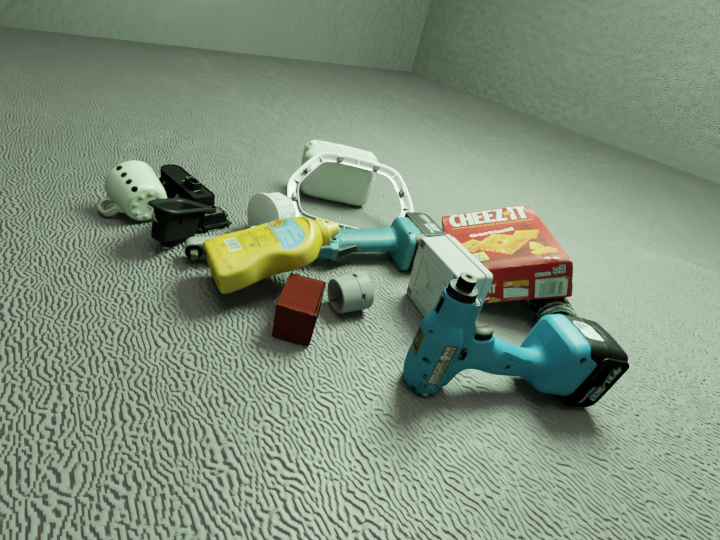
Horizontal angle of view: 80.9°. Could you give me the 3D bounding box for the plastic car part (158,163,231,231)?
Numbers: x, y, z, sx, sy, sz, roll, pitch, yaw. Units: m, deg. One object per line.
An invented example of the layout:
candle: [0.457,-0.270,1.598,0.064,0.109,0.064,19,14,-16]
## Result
plastic car part: [-0.319,-0.142,0.774,0.064,0.065,0.214,-26,45,-37]

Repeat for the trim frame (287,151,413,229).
trim frame: [-0.019,-0.141,0.816,0.248,0.027,0.186,15,72,-1]

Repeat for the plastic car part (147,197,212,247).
plastic car part: [-0.291,-0.073,0.660,0.067,0.070,0.116,16,16,4]

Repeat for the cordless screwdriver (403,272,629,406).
cordless screwdriver: [0.186,0.082,0.496,0.244,0.156,0.077,7,32,-13]

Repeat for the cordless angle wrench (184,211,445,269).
cordless angle wrench: [-0.068,-0.044,0.695,0.411,0.073,0.103,-3,35,-18]
